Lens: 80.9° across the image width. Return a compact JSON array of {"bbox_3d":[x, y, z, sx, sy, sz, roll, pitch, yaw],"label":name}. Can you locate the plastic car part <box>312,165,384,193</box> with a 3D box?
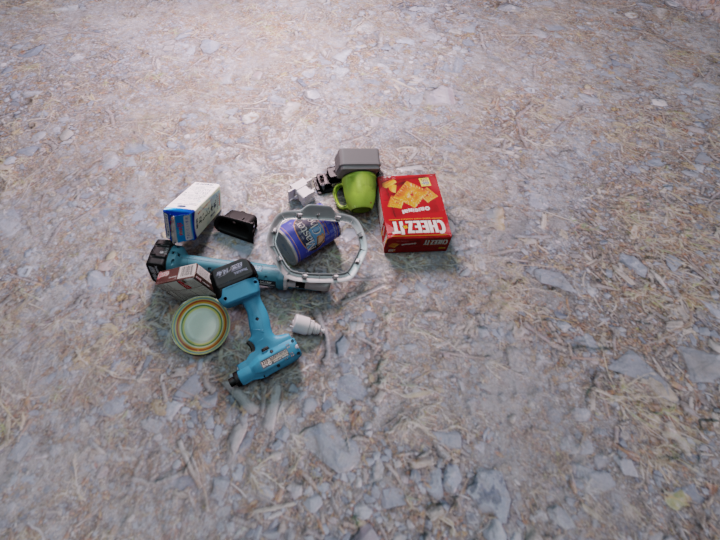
[{"bbox_3d":[-0.033,-0.279,1.208,0.200,0.065,0.069,-12,50,-12],"label":"plastic car part"}]

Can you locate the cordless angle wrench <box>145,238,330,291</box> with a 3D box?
[{"bbox_3d":[-0.280,0.005,0.998,0.424,0.095,0.076,8,53,1],"label":"cordless angle wrench"}]

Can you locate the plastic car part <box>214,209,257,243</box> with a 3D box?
[{"bbox_3d":[-0.318,-0.128,1.110,0.120,0.064,0.071,19,42,15],"label":"plastic car part"}]

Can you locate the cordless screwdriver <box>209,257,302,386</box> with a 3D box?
[{"bbox_3d":[-0.249,0.109,0.898,0.157,0.074,0.253,-28,81,-10],"label":"cordless screwdriver"}]

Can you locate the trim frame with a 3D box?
[{"bbox_3d":[-0.097,-0.063,0.987,0.242,0.028,0.187,2,76,-16],"label":"trim frame"}]
